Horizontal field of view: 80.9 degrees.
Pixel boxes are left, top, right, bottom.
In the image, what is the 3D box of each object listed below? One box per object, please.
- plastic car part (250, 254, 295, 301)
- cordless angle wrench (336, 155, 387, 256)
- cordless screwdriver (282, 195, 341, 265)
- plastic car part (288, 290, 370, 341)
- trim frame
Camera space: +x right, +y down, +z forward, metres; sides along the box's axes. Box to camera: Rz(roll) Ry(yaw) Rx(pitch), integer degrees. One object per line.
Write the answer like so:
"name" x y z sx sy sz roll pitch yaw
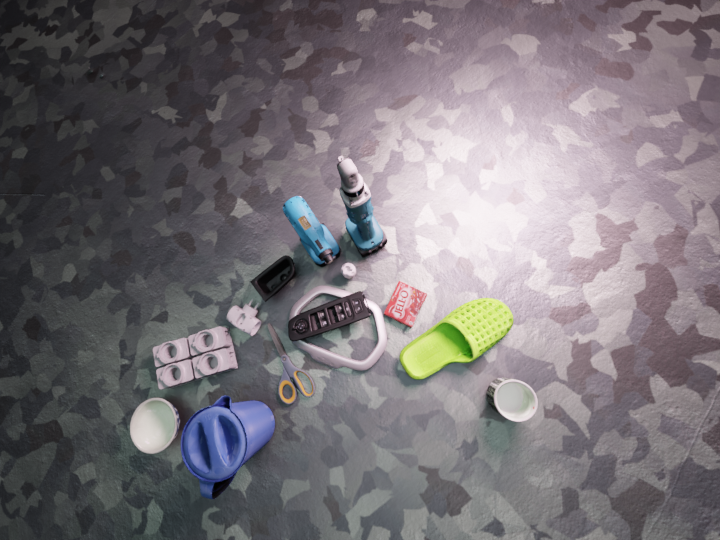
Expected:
"plastic car part" -0.204 0.020 1.057 0.116 0.069 0.068 -40 75 -2
"cordless angle wrench" -0.002 -0.124 0.878 0.074 0.411 0.100 -29 77 -1
"cordless screwdriver" -0.095 -0.062 0.968 0.074 0.242 0.164 -34 76 -2
"plastic car part" -0.078 0.114 1.011 0.204 0.065 0.068 -20 75 5
"trim frame" -0.057 0.139 1.021 0.255 0.027 0.185 17 79 14
